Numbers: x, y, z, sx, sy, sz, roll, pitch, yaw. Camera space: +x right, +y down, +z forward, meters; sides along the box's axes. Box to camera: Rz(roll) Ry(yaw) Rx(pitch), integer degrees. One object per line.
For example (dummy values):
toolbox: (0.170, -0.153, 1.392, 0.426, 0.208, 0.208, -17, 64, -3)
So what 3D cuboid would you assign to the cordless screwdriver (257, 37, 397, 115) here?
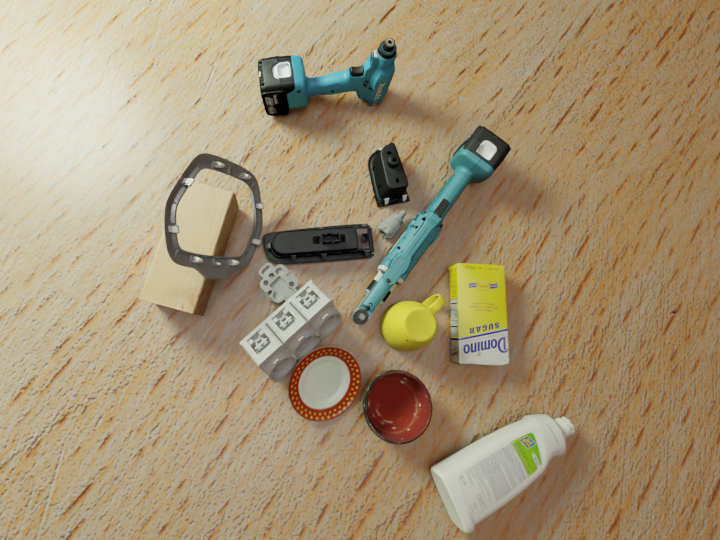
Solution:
cordless screwdriver: (-0.060, -0.357, 0.771, 0.247, 0.159, 0.075, -6, 82, -6)

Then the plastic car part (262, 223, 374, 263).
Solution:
plastic car part: (-0.074, -0.048, 0.753, 0.202, 0.067, 0.066, -5, 87, -4)

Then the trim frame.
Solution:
trim frame: (-0.214, -0.079, 0.659, 0.028, 0.240, 0.184, 11, 90, 16)

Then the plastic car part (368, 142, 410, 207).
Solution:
plastic car part: (0.055, -0.186, 0.789, 0.065, 0.071, 0.118, -12, 83, -12)

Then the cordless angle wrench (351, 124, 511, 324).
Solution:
cordless angle wrench: (0.116, -0.075, 0.767, 0.074, 0.098, 0.422, 37, 81, -1)
